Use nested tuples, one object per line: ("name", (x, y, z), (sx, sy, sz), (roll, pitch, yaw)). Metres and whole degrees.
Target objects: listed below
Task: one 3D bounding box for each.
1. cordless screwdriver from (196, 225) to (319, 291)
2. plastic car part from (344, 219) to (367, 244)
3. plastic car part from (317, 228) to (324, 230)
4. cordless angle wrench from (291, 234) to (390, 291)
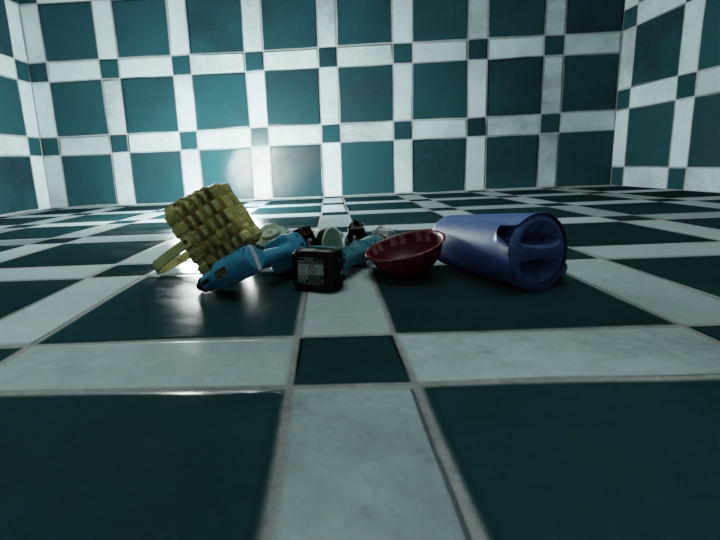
("cordless screwdriver", (-0.197, -0.017, 0.842), (0.164, 0.074, 0.241), (-23, 1, 31))
("plastic car part", (-0.011, -0.112, 1.240), (0.067, 0.066, 0.204), (5, 17, 1))
("plastic car part", (-0.103, -0.067, 1.054), (0.113, 0.070, 0.069), (-13, 17, -27))
("cordless angle wrench", (-0.007, -0.040, 0.940), (0.102, 0.073, 0.411), (3, 13, 23))
